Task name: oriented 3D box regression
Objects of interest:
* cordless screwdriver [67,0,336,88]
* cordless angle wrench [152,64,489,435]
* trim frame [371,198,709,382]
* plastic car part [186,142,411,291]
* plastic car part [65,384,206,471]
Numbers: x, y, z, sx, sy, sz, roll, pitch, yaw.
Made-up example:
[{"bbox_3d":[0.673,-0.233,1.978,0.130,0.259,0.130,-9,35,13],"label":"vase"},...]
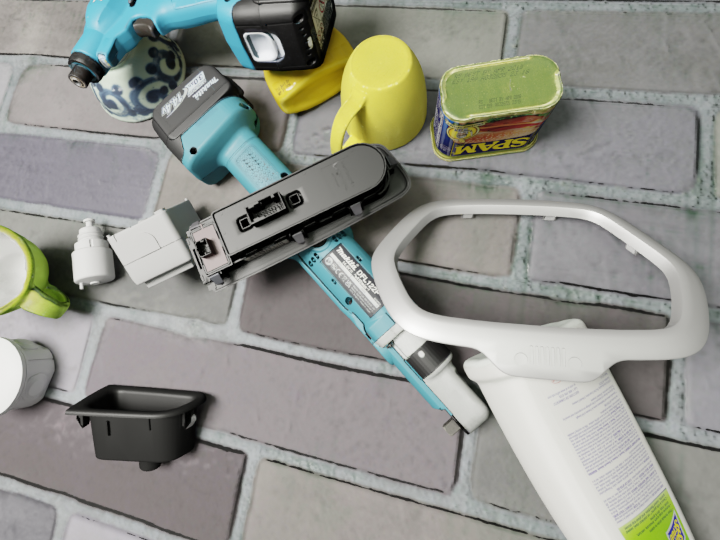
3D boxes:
[{"bbox_3d":[-0.156,-0.233,0.401,0.257,0.071,0.161,12,70,18],"label":"cordless screwdriver"},{"bbox_3d":[-0.040,-0.026,0.409,0.098,0.072,0.434,-43,77,-1],"label":"cordless angle wrench"},{"bbox_3d":[0.134,0.001,0.346,0.252,0.026,0.188,2,46,7],"label":"trim frame"},{"bbox_3d":[-0.057,-0.055,0.358,0.203,0.065,0.068,-24,75,0],"label":"plastic car part"},{"bbox_3d":[-0.212,0.157,0.412,0.118,0.065,0.070,4,96,7],"label":"plastic car part"}]
